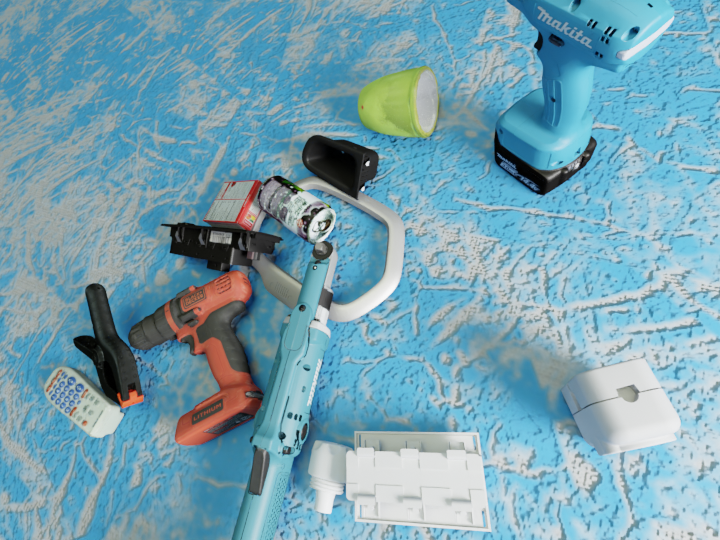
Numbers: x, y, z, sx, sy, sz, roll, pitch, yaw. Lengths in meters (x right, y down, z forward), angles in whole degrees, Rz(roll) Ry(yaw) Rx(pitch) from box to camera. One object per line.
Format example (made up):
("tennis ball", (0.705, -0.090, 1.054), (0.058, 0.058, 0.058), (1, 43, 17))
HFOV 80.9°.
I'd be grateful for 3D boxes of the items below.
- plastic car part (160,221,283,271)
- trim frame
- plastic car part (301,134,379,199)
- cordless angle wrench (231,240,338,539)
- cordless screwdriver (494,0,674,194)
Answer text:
("plastic car part", (-0.204, -0.036, 0.590), (0.214, 0.063, 0.067), (13, 99, 34))
("trim frame", (-0.056, -0.036, 0.569), (0.261, 0.026, 0.184), (31, 77, 28))
("plastic car part", (-0.020, -0.157, 0.595), (0.068, 0.064, 0.123), (-20, 43, -37))
("cordless angle wrench", (-0.084, 0.162, 0.439), (0.077, 0.093, 0.428), (5, 66, 19))
("cordless screwdriver", (0.185, -0.195, 0.436), (0.074, 0.238, 0.166), (-38, 66, -4))
